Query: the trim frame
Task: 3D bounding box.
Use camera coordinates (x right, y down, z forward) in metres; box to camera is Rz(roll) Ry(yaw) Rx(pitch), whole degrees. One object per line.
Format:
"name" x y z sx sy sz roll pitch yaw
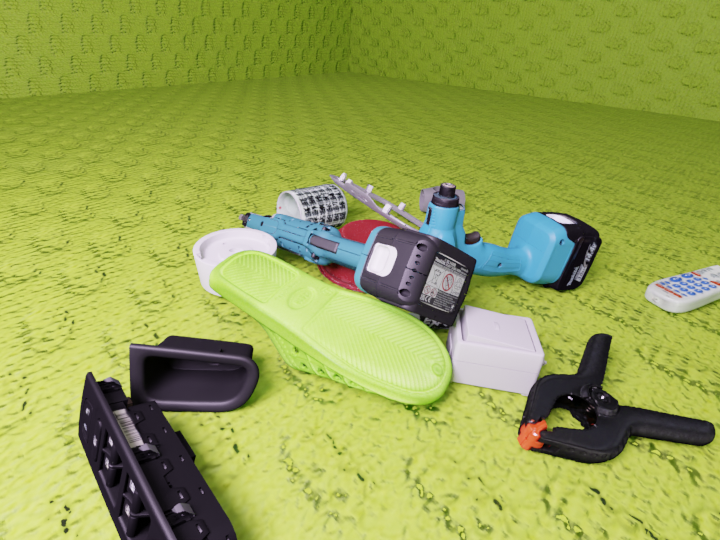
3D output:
"trim frame" 0.050 -0.106 0.706 0.174 0.027 0.263 11 24 -46

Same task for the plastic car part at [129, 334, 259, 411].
"plastic car part" -0.155 0.092 0.413 0.116 0.065 0.072 3 15 -5

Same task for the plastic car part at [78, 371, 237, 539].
"plastic car part" -0.150 0.155 0.306 0.063 0.066 0.215 11 15 -46

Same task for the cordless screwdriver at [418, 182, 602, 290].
"cordless screwdriver" 0.187 -0.040 0.550 0.243 0.155 0.078 -5 30 -16

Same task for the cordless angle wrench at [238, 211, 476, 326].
"cordless angle wrench" -0.055 -0.036 0.564 0.092 0.074 0.447 23 -2 -40
